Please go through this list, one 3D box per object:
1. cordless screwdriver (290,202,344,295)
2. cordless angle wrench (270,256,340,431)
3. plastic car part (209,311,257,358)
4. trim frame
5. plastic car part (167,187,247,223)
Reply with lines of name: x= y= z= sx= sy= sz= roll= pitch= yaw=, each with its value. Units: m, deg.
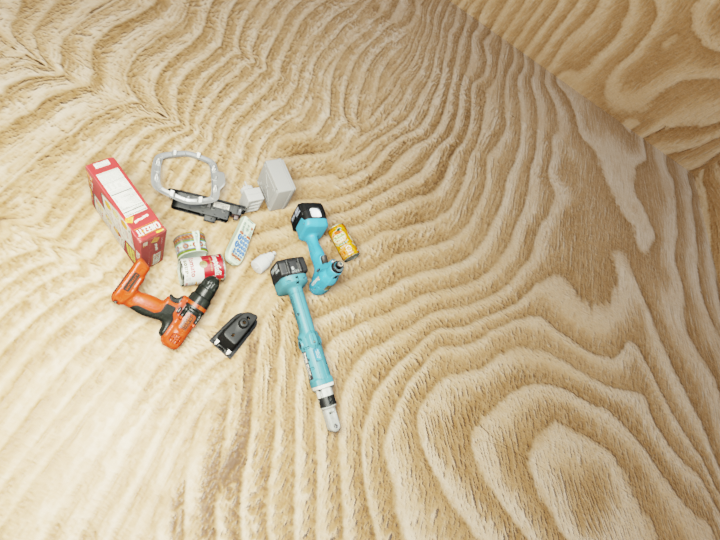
cordless screwdriver: x=-0.111 y=-0.073 z=1.135 sx=0.071 sy=0.160 sz=0.257 roll=-2 pitch=64 yaw=-30
cordless angle wrench: x=-0.125 y=0.176 z=1.036 sx=0.072 sy=0.099 sz=0.433 roll=-10 pitch=72 yaw=-29
plastic car part: x=-0.286 y=0.137 z=0.990 sx=0.066 sy=0.072 sz=0.116 roll=42 pitch=57 yaw=-5
trim frame: x=-0.449 y=-0.251 z=1.106 sx=0.177 sy=0.027 sz=0.260 roll=5 pitch=39 yaw=-24
plastic car part: x=-0.408 y=-0.164 z=1.110 sx=0.196 sy=0.068 sz=0.067 roll=18 pitch=84 yaw=-18
